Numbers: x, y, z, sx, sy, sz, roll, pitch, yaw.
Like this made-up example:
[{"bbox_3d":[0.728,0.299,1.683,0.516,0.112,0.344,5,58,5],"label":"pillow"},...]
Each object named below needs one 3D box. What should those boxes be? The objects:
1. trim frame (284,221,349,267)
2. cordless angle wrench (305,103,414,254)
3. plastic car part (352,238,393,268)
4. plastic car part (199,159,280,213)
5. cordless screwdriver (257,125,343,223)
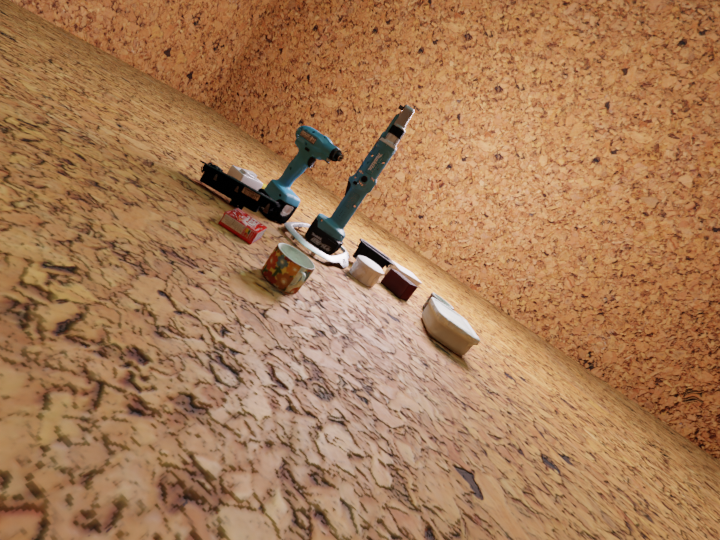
[{"bbox_3d":[-0.107,-0.070,1.091,0.188,0.027,0.244,35,11,8],"label":"trim frame"},{"bbox_3d":[0.008,-0.235,1.091,0.099,0.423,0.074,35,11,2],"label":"cordless angle wrench"},{"bbox_3d":[0.025,-0.033,1.201,0.114,0.071,0.067,32,11,-11],"label":"plastic car part"},{"bbox_3d":[-0.284,-0.183,0.965,0.203,0.067,0.066,34,11,-1],"label":"plastic car part"},{"bbox_3d":[-0.155,-0.231,1.063,0.168,0.249,0.070,42,13,34],"label":"cordless screwdriver"}]
